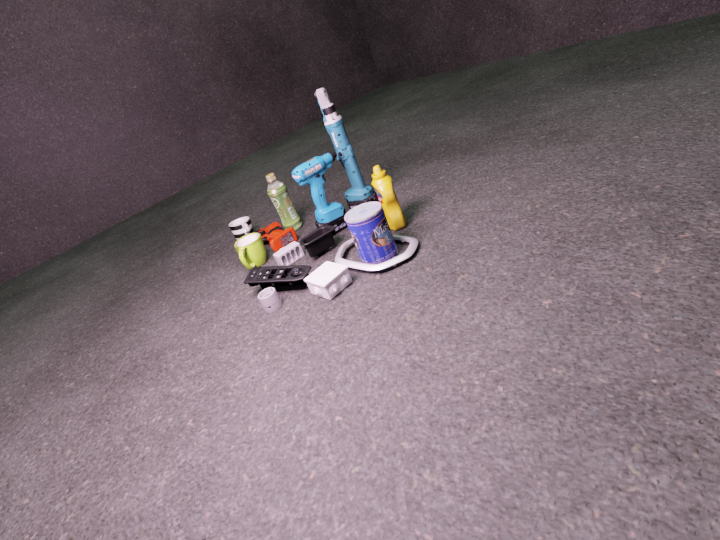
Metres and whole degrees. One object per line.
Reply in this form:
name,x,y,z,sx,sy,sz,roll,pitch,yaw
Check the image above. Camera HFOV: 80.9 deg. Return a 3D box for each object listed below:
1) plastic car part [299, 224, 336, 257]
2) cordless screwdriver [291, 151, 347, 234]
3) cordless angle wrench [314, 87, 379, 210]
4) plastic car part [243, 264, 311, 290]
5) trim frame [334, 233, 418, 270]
plastic car part,-0.124,-0.081,1.271,0.115,0.068,0.069,-37,29,-24
cordless screwdriver,-0.107,-0.248,1.363,0.157,0.240,0.078,-33,27,-21
cordless angle wrench,-0.053,-0.391,1.388,0.103,0.408,0.073,0,33,40
plastic car part,-0.222,0.025,1.167,0.211,0.064,0.066,-7,30,29
trim frame,0.039,-0.056,1.147,0.262,0.026,0.181,9,42,46
